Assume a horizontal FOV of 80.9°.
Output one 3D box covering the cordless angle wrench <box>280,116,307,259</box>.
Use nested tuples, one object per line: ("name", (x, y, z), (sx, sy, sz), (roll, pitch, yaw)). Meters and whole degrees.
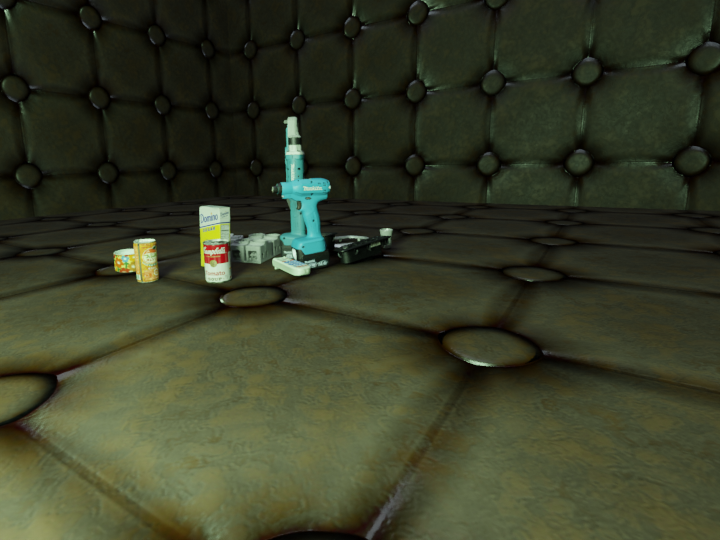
("cordless angle wrench", (-0.195, -0.244, 1.274), (0.100, 0.417, 0.073), (3, 12, 14))

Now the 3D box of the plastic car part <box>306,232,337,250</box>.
("plastic car part", (-0.132, -0.087, 1.354), (0.121, 0.070, 0.064), (5, 14, 22))

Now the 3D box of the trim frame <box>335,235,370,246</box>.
("trim frame", (-0.065, -0.098, 1.477), (0.239, 0.027, 0.194), (-13, 19, -39))

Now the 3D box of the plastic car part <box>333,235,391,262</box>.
("plastic car part", (0.003, -0.061, 1.253), (0.195, 0.066, 0.070), (-14, 18, -41))

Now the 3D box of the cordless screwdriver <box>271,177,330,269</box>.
("cordless screwdriver", (-0.161, -0.127, 1.164), (0.154, 0.245, 0.078), (-5, 12, -22))
